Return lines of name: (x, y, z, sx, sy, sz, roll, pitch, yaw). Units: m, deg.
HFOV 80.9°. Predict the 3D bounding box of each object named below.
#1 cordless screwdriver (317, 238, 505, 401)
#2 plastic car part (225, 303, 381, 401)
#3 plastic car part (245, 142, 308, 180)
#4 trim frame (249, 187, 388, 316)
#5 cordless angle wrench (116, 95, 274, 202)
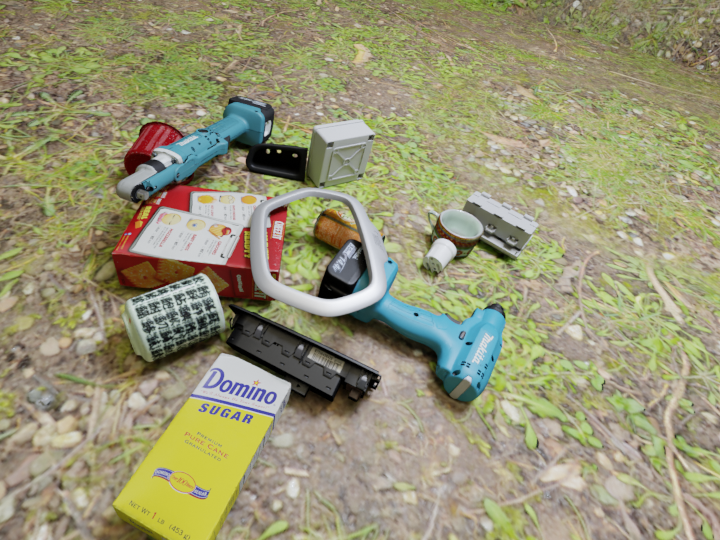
cordless screwdriver: (0.075, 0.046, 0.585, 0.256, 0.073, 0.157, 32, 48, 15)
plastic car part: (-0.080, 0.106, 0.510, 0.209, 0.064, 0.067, 27, 72, 14)
plastic car part: (-0.158, -0.222, 0.823, 0.117, 0.064, 0.072, 10, 29, 3)
trim frame: (-0.056, -0.036, 0.569, 0.181, 0.027, 0.259, -5, 44, -10)
cordless angle wrench: (-0.268, -0.213, 0.723, 0.099, 0.073, 0.426, 17, 35, 3)
